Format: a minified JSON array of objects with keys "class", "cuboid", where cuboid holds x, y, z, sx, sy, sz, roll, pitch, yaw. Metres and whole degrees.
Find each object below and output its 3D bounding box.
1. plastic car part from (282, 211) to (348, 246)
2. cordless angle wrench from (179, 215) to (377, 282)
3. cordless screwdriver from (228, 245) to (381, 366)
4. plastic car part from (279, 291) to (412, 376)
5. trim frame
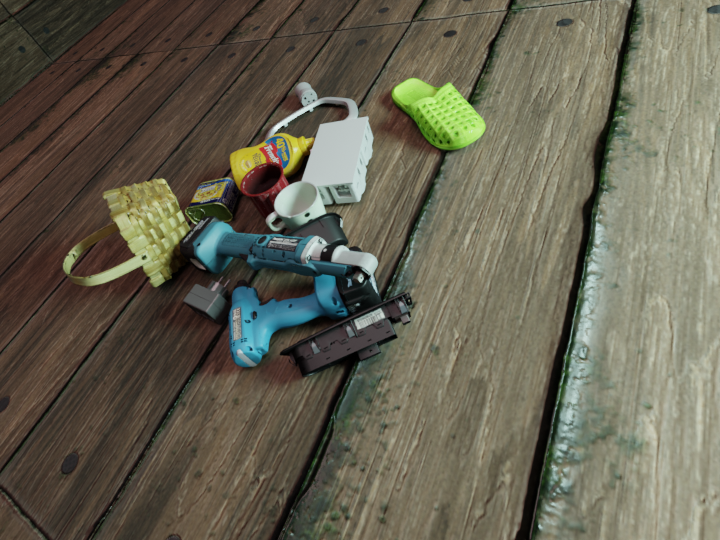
[{"class":"plastic car part","cuboid":[-0.072,-0.047,0.741,0.116,0.063,0.074,-26,64,-2]},{"class":"cordless angle wrench","cuboid":[-0.147,-0.030,0.686,0.445,0.070,0.098,8,55,41]},{"class":"cordless screwdriver","cuboid":[-0.101,0.038,0.677,0.251,0.070,0.166,-25,47,9]},{"class":"plastic car part","cuboid":[-0.014,0.099,0.605,0.204,0.064,0.069,-21,76,6]},{"class":"trim frame","cuboid":[-0.121,-0.333,0.993,0.248,0.026,0.194,-31,48,-3]}]
